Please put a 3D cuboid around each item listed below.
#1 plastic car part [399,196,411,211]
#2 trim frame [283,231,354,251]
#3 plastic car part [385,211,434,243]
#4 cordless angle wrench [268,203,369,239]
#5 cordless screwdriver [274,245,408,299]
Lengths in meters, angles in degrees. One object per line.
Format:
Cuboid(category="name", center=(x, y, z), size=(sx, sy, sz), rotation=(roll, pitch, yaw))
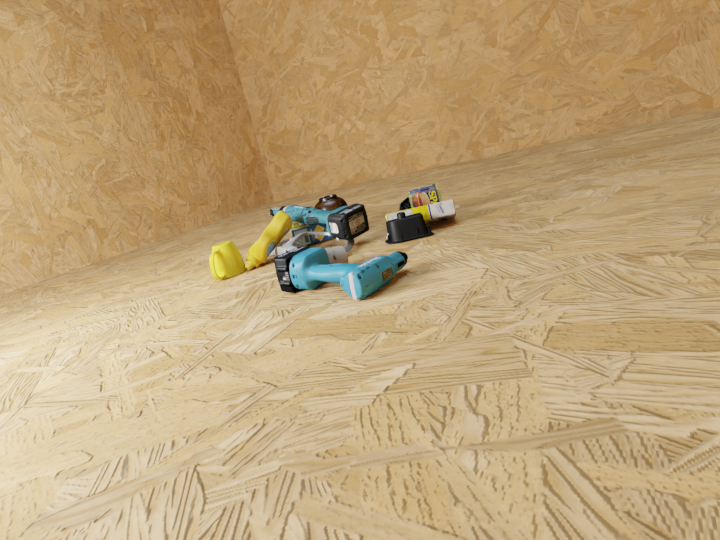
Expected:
Cuboid(category="plastic car part", center=(0.162, -0.195, 1.322), size=(0.069, 0.065, 0.202), rotation=(-1, 18, 14))
Cuboid(category="trim frame", center=(-0.110, -0.072, 1.125), size=(0.186, 0.027, 0.250), rotation=(4, 18, 4))
Cuboid(category="plastic car part", center=(0.115, -0.112, 1.053), size=(0.117, 0.070, 0.066), rotation=(-11, 11, 4))
Cuboid(category="cordless angle wrench", center=(-0.150, -0.163, 1.269), size=(0.095, 0.072, 0.446), rotation=(-30, 28, -32))
Cuboid(category="cordless screwdriver", center=(-0.042, -0.006, 0.825), size=(0.261, 0.073, 0.154), rotation=(5, 23, 42))
